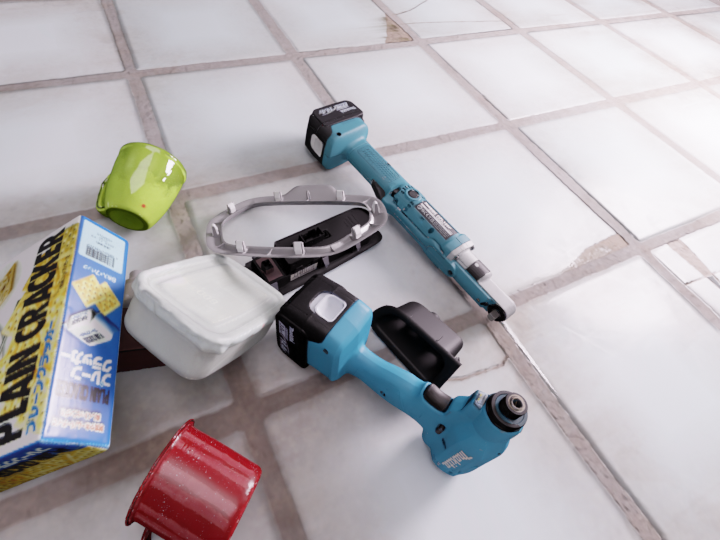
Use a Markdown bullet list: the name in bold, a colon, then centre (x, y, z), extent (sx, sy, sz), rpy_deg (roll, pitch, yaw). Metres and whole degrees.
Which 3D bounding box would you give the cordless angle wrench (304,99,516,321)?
- **cordless angle wrench**: centre (0.068, -0.098, 0.636), extent (0.096, 0.073, 0.440), rpy_deg (-27, 64, -27)

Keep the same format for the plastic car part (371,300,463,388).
- **plastic car part**: centre (0.076, 0.077, 0.515), extent (0.068, 0.065, 0.122), rpy_deg (-19, 55, -41)

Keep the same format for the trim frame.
- **trim frame**: centre (-0.089, -0.069, 0.554), extent (0.256, 0.026, 0.185), rpy_deg (1, 33, 19)

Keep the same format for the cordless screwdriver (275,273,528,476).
- **cordless screwdriver**: centre (0.029, 0.096, 0.427), extent (0.257, 0.156, 0.073), rpy_deg (35, 54, 17)

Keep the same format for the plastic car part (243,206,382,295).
- **plastic car part**: centre (-0.056, -0.037, 0.576), extent (0.198, 0.065, 0.070), rpy_deg (-25, 56, -28)
